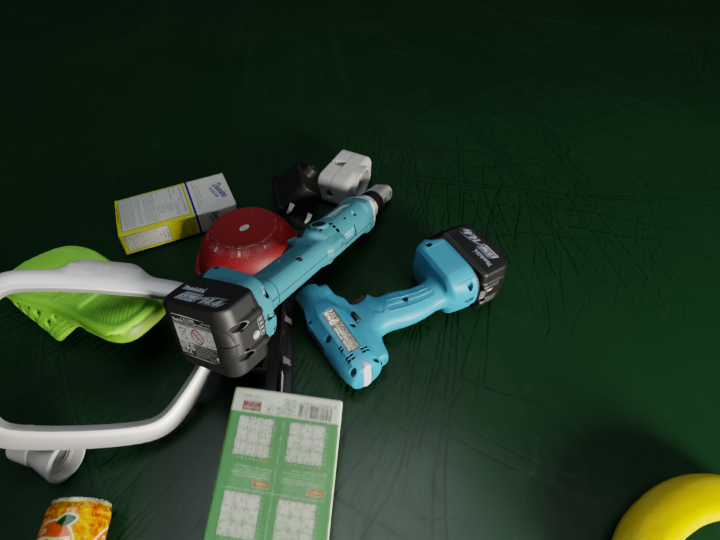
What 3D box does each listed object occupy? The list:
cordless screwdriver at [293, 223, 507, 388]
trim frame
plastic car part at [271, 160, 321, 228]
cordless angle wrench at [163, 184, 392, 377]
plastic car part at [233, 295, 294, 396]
[{"bbox_3d":[0.045,0.021,0.537,0.245,0.071,0.168,-28,53,-17],"label":"cordless screwdriver"},{"bbox_3d":[-0.267,0.081,0.425,0.240,0.028,0.185,5,81,-20],"label":"trim frame"},{"bbox_3d":[-0.096,-0.134,0.669,0.072,0.062,0.121,-40,44,25],"label":"plastic car part"},{"bbox_3d":[-0.053,-0.035,0.542,0.102,0.072,0.416,7,31,28],"label":"cordless angle wrench"},{"bbox_3d":[-0.112,0.097,0.485,0.067,0.064,0.210,-7,46,3],"label":"plastic car part"}]
